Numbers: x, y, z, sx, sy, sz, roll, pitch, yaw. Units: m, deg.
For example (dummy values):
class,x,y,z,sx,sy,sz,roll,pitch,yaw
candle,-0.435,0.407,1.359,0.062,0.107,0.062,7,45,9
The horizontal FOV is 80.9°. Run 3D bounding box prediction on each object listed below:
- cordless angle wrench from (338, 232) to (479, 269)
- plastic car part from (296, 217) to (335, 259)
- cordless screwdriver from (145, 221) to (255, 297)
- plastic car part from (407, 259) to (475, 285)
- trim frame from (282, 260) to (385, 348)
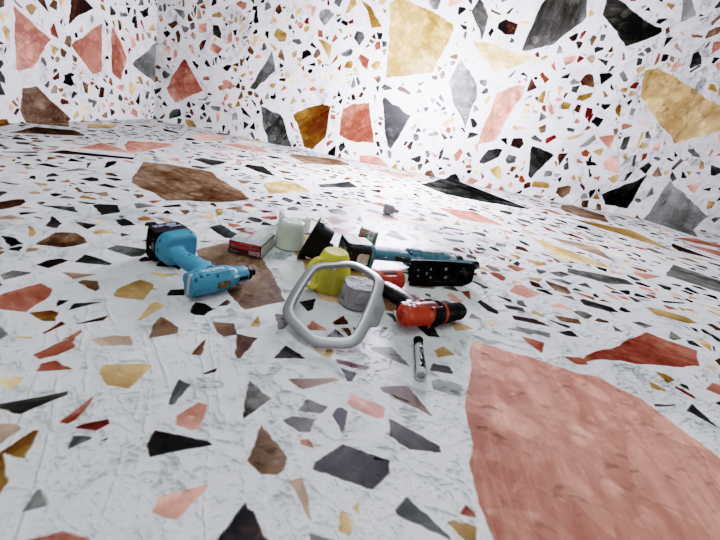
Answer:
class,x,y,z,sx,sy,sz,roll,pitch,yaw
cordless angle wrench,0.145,-0.035,1.172,0.410,0.073,0.102,5,22,-19
plastic car part,-0.108,-0.071,1.109,0.070,0.117,0.067,33,19,-10
cordless screwdriver,-0.360,-0.029,0.938,0.263,0.073,0.153,31,29,34
plastic car part,0.206,0.008,1.110,0.197,0.066,0.069,1,-3,-17
trim frame,-0.046,0.059,0.830,0.189,0.027,0.249,13,38,12
